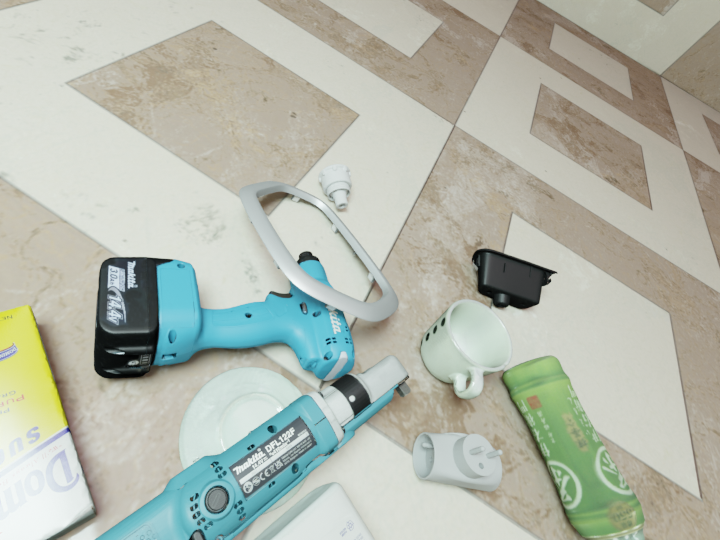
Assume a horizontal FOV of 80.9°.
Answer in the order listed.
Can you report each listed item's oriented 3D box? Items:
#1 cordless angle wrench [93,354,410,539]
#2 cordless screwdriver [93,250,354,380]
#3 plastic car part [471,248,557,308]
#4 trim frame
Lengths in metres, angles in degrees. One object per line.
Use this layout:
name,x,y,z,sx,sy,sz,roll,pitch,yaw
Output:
cordless angle wrench,-0.111,0.175,0.315,0.411,0.074,0.101,-28,74,-34
cordless screwdriver,-0.132,0.031,0.436,0.239,0.074,0.166,6,44,-26
plastic car part,0.213,0.021,0.615,0.115,0.066,0.072,17,65,-10
trim frame,-0.050,-0.033,0.510,0.175,0.027,0.262,5,37,-45
